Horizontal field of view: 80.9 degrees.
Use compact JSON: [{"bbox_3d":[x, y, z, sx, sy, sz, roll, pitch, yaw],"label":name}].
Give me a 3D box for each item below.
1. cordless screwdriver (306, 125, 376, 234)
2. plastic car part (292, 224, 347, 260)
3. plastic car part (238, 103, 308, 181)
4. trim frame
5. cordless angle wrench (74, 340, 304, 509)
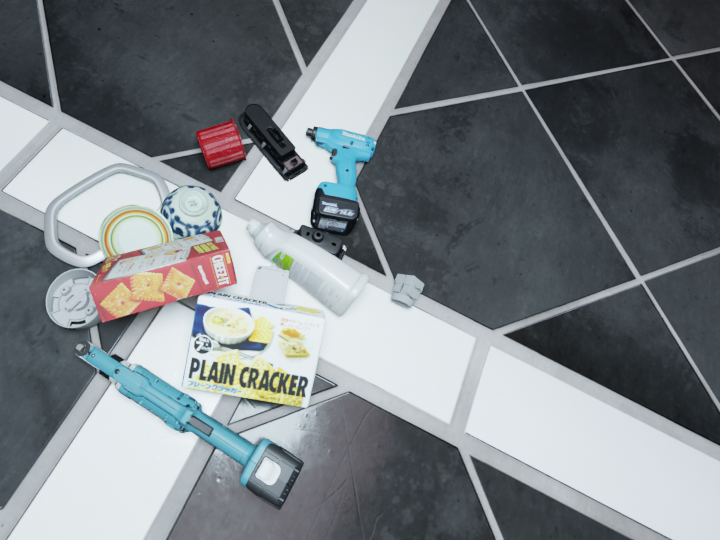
[{"bbox_3d":[-0.061,-0.207,0.912,0.158,0.073,0.253,13,63,-4],"label":"cordless screwdriver"},{"bbox_3d":[-0.083,-0.054,0.846,0.116,0.071,0.066,24,64,-4],"label":"plastic car part"},{"bbox_3d":[-0.199,-0.294,0.933,0.066,0.066,0.208,-37,75,-14],"label":"plastic car part"},{"bbox_3d":[-0.494,-0.113,0.830,0.188,0.027,0.246,43,66,10],"label":"trim frame"},{"bbox_3d":[-0.293,0.232,0.692,0.430,0.096,0.074,29,66,8],"label":"cordless angle wrench"}]
